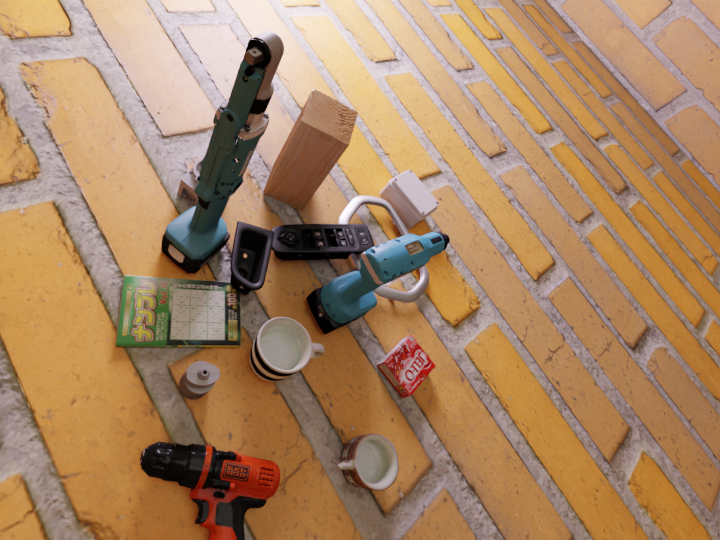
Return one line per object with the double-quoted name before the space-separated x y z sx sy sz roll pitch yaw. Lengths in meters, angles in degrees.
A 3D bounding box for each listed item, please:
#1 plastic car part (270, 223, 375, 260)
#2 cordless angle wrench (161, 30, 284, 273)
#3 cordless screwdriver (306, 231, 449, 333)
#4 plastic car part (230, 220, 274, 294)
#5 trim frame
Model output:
"plastic car part" -0.077 -0.050 0.783 0.195 0.068 0.068 0 65 -28
"cordless angle wrench" -0.180 -0.124 0.545 0.074 0.428 0.097 42 52 -6
"cordless screwdriver" 0.023 0.015 0.681 0.154 0.252 0.076 -21 78 -36
"plastic car part" -0.189 -0.011 0.700 0.064 0.072 0.119 16 57 -21
"trim frame" 0.051 -0.048 0.873 0.178 0.028 0.255 -19 72 -34
